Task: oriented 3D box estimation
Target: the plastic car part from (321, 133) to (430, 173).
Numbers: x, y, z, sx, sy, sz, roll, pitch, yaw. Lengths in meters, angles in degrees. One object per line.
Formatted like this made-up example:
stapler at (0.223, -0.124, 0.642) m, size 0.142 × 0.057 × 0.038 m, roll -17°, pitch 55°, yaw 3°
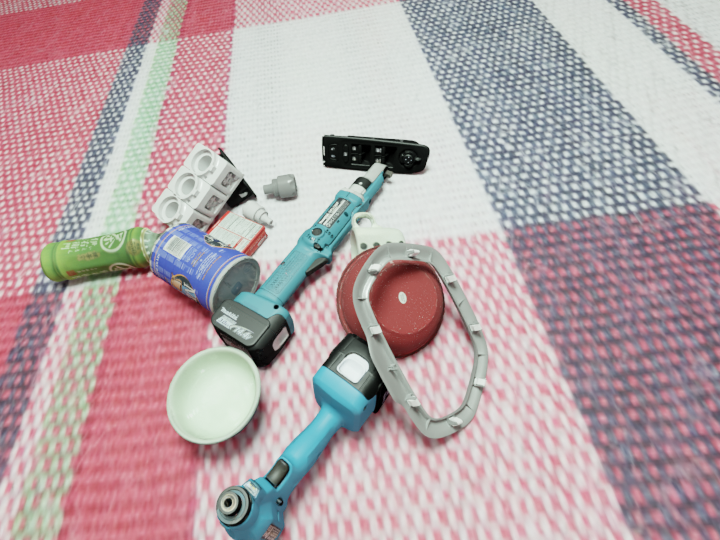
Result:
plastic car part at (0.030, -0.227, 0.813) m, size 0.209 × 0.064 × 0.067 m, roll 11°, pitch 31°, yaw 17°

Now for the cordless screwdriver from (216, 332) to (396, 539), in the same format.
cordless screwdriver at (-0.056, 0.182, 0.476) m, size 0.078 × 0.153 × 0.247 m, roll 30°, pitch 62°, yaw 22°

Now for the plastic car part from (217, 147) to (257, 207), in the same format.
plastic car part at (-0.258, -0.168, 0.815) m, size 0.071 × 0.063 × 0.122 m, roll -36°, pitch 61°, yaw 0°

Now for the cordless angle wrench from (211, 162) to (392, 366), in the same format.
cordless angle wrench at (-0.068, -0.044, 0.691) m, size 0.102 × 0.071 × 0.421 m, roll 23°, pitch 59°, yaw 21°

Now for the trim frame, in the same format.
trim frame at (0.082, 0.079, 0.519) m, size 0.180 × 0.028 × 0.246 m, roll -31°, pitch 97°, yaw -33°
